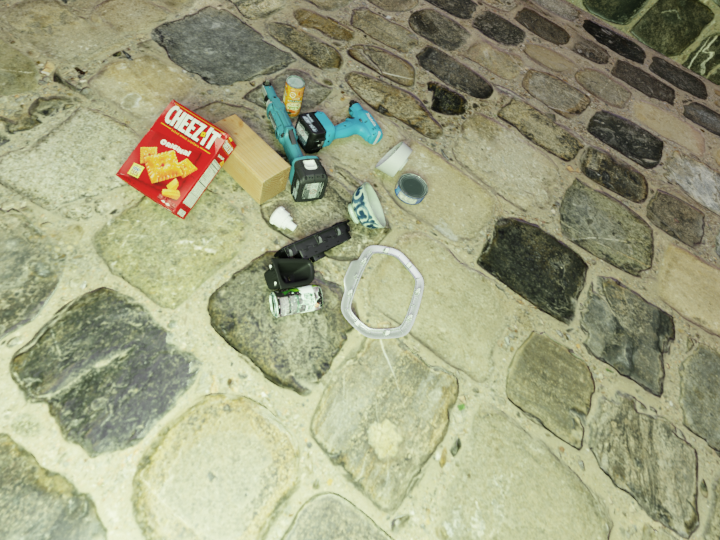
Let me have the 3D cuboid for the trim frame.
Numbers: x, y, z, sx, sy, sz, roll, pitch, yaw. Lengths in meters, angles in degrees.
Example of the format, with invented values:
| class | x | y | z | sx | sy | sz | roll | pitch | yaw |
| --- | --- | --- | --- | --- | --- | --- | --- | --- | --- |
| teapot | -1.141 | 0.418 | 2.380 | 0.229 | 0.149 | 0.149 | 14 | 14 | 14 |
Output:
| class | x | y | z | sx | sy | sz | roll | pitch | yaw |
| --- | --- | --- | --- | --- | --- | --- | --- | --- | --- |
| trim frame | 0.051 | 0.043 | 0.965 | 0.185 | 0.027 | 0.250 | 24 | 57 | 2 |

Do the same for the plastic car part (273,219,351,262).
| class | x | y | z | sx | sy | sz | roll | pitch | yaw |
| --- | --- | --- | --- | --- | --- | --- | --- | --- | --- |
| plastic car part | -0.095 | -0.062 | 0.970 | 0.198 | 0.067 | 0.068 | -32 | 83 | -30 |

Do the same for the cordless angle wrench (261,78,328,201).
| class | x | y | z | sx | sy | sz | roll | pitch | yaw |
| --- | --- | --- | --- | --- | --- | --- | --- | --- | --- |
| cordless angle wrench | -0.197 | -0.364 | 1.126 | 0.072 | 0.097 | 0.441 | -11 | 58 | -24 |

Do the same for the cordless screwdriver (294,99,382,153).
| class | x | y | z | sx | sy | sz | roll | pitch | yaw |
| --- | --- | --- | --- | --- | --- | --- | --- | --- | --- |
| cordless screwdriver | -0.070 | -0.417 | 1.198 | 0.241 | 0.074 | 0.165 | -17 | 65 | -29 |

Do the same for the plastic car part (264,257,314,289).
| class | x | y | z | sx | sy | sz | roll | pitch | yaw |
| --- | --- | --- | --- | --- | --- | --- | --- | --- | --- |
| plastic car part | -0.157 | 0.013 | 0.894 | 0.111 | 0.073 | 0.067 | -3 | 71 | -55 |
